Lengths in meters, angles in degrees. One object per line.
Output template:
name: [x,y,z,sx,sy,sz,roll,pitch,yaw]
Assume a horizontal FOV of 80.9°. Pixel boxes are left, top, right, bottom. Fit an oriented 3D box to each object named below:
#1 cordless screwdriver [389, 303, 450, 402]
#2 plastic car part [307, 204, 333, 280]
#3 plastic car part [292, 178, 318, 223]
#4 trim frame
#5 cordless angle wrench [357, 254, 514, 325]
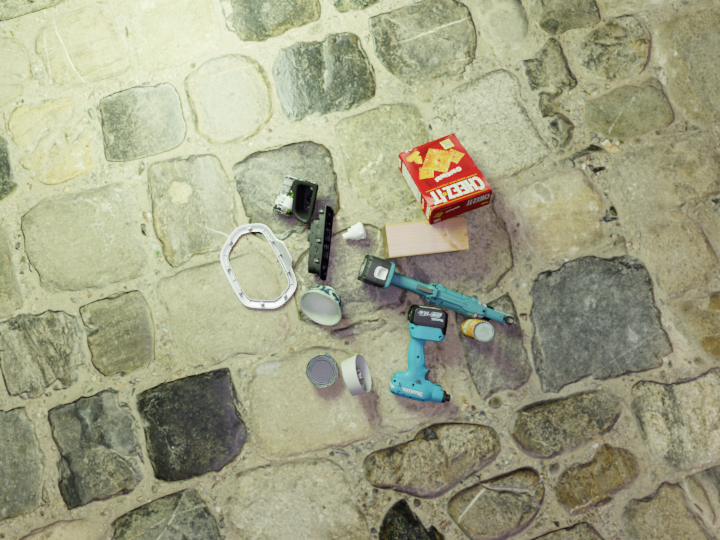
cordless screwdriver: [0.179,0.221,1.114,0.160,0.074,0.248,13,90,1]
plastic car part: [-0.112,-0.074,1.150,0.068,0.065,0.204,0,86,9]
plastic car part: [-0.145,-0.194,1.151,0.068,0.070,0.114,17,118,12]
trim frame: [-0.281,-0.012,1.168,0.184,0.027,0.251,-28,84,-2]
cordless angle wrench: [0.203,0.064,1.122,0.422,0.098,0.074,20,87,-1]
